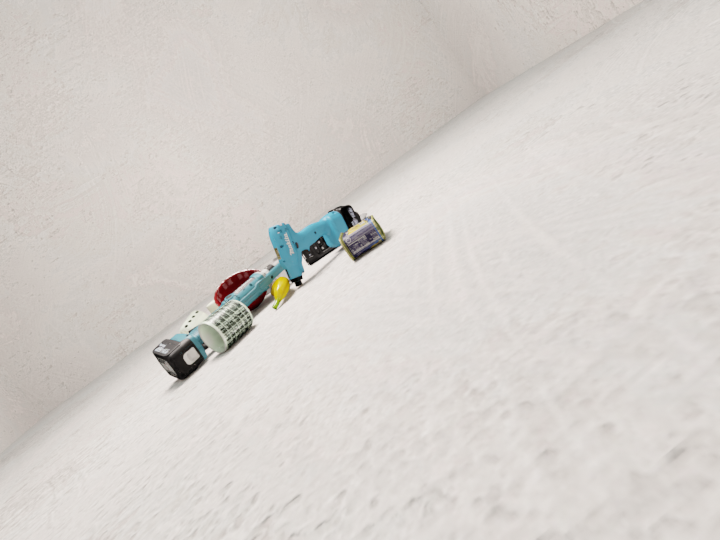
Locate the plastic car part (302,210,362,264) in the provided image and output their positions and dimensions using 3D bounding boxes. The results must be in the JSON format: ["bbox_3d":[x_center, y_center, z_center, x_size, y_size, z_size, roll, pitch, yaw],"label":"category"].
[{"bbox_3d":[-0.076,-0.092,1.219,0.205,0.068,0.064,-34,-17,16],"label":"plastic car part"}]

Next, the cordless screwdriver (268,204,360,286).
[{"bbox_3d":[-0.106,-0.069,1.084,0.241,0.159,0.077,-24,2,-35],"label":"cordless screwdriver"}]

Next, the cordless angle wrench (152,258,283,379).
[{"bbox_3d":[-0.317,0.088,1.059,0.103,0.072,0.418,-2,35,43],"label":"cordless angle wrench"}]

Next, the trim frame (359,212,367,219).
[{"bbox_3d":[-0.077,-0.109,1.348,0.247,0.027,0.188,-36,11,-8],"label":"trim frame"}]

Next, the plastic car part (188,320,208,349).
[{"bbox_3d":[-0.387,0.157,1.129,0.115,0.067,0.071,-34,-5,-11],"label":"plastic car part"}]
